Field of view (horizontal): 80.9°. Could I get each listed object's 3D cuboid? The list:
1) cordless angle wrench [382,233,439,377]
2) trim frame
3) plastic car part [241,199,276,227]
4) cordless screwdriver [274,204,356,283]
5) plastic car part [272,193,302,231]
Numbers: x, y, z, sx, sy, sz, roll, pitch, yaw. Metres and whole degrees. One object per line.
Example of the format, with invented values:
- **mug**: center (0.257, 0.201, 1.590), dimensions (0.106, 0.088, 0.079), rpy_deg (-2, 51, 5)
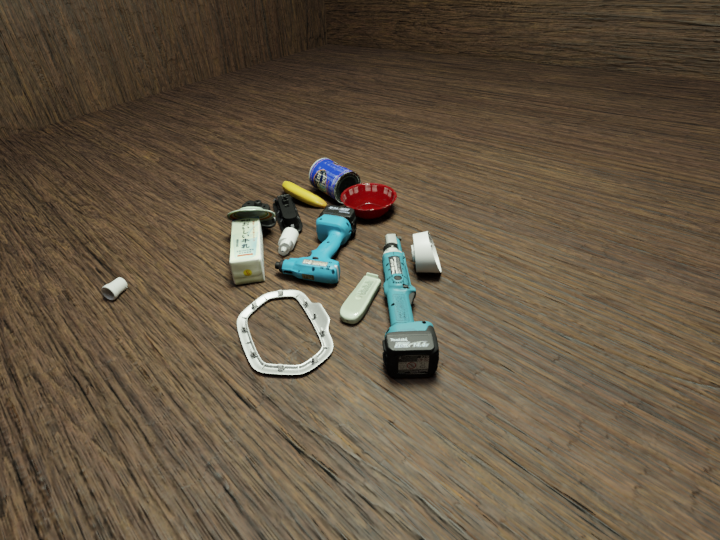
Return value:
- **cordless angle wrench**: center (0.083, 0.038, 0.915), dimensions (0.098, 0.072, 0.435), rpy_deg (-4, 36, 1)
- **trim frame**: center (-0.158, 0.118, 0.878), dimensions (0.180, 0.026, 0.262), rpy_deg (-18, 38, -17)
- **plastic car part**: center (-0.301, -0.174, 1.239), dimensions (0.121, 0.068, 0.066), rpy_deg (10, 41, 24)
- **cordless screwdriver**: center (-0.105, -0.069, 1.076), dimensions (0.164, 0.071, 0.251), rpy_deg (6, 43, 15)
- **plastic car part**: center (-0.212, -0.175, 1.239), dimensions (0.065, 0.065, 0.213), rpy_deg (-6, 39, -16)
